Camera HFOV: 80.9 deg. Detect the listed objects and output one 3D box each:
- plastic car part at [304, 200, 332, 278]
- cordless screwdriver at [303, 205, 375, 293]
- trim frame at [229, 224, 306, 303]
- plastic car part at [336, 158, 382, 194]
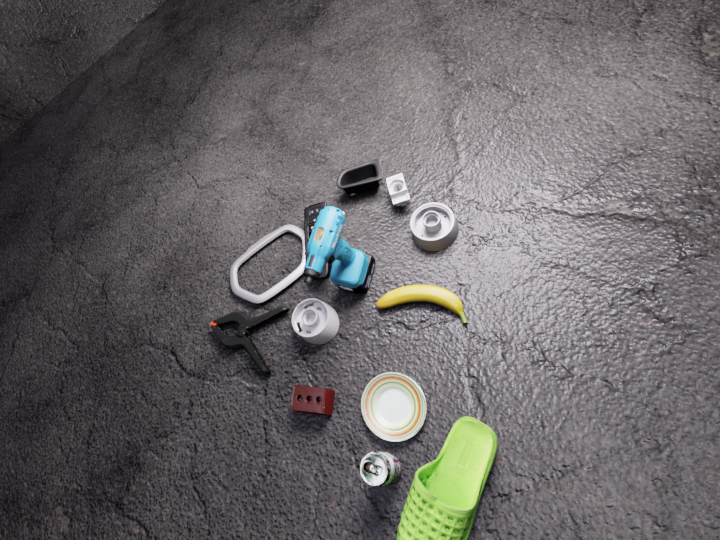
[{"bbox_3d":[-0.104,-0.068,1.060,0.068,0.064,0.208,-11,62,16],"label":"plastic car part"},{"bbox_3d":[-0.048,-0.011,0.907,0.077,0.236,0.160,10,70,23],"label":"cordless screwdriver"},{"bbox_3d":[-0.237,-0.020,1.114,0.249,0.026,0.193,-38,58,1],"label":"trim frame"},{"bbox_3d":[0.002,-0.230,1.092,0.119,0.067,0.068,-15,62,15],"label":"plastic car part"}]
